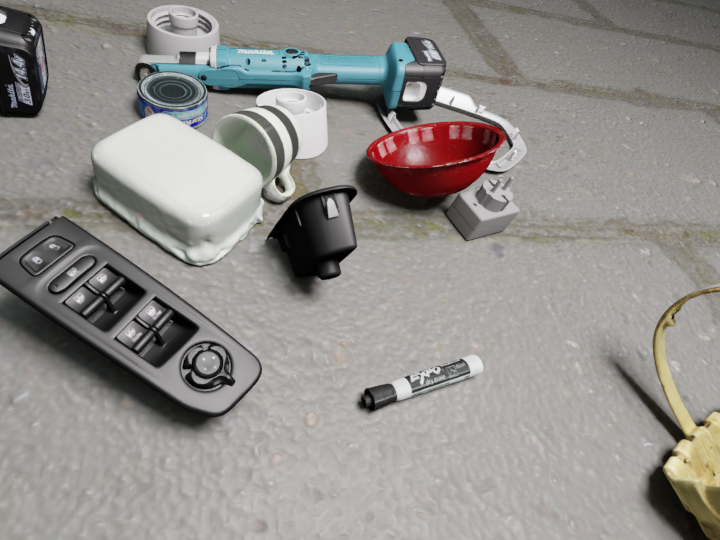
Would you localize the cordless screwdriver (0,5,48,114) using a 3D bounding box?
[{"bbox_3d":[-0.460,-0.238,0.415,0.241,0.157,0.077,-3,55,-22],"label":"cordless screwdriver"}]

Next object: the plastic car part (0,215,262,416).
[{"bbox_3d":[-0.173,0.045,0.321,0.205,0.066,0.066,31,43,4],"label":"plastic car part"}]

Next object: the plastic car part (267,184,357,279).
[{"bbox_3d":[-0.039,-0.025,0.398,0.064,0.119,0.072,-9,81,-25],"label":"plastic car part"}]

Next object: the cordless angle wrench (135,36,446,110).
[{"bbox_3d":[-0.097,-0.285,0.602,0.417,0.072,0.102,-2,52,-8],"label":"cordless angle wrench"}]

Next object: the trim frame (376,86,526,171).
[{"bbox_3d":[0.143,-0.231,0.662,0.249,0.027,0.187,16,49,0],"label":"trim frame"}]
